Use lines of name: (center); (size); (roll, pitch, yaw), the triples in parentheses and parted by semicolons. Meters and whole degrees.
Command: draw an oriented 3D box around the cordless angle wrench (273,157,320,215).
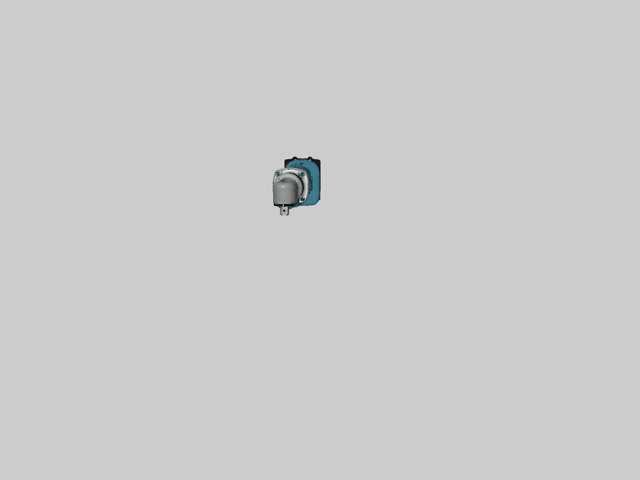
cordless angle wrench: (-0.040, -0.092, 0.703); (0.074, 0.098, 0.422); (1, 10, 1)
